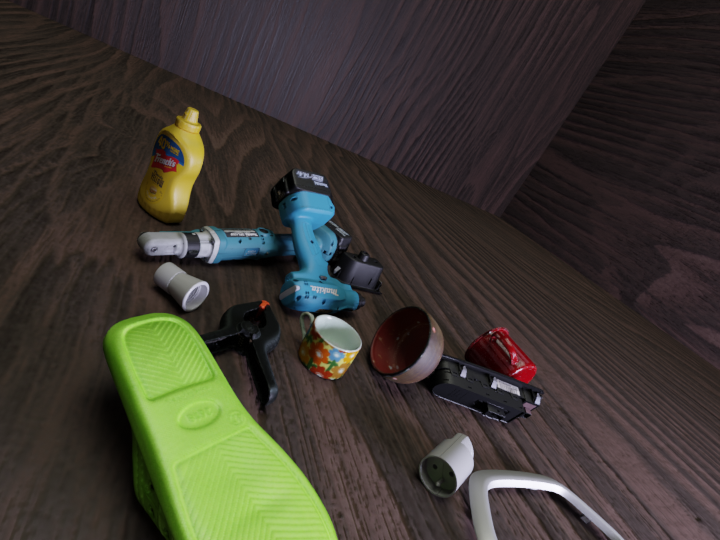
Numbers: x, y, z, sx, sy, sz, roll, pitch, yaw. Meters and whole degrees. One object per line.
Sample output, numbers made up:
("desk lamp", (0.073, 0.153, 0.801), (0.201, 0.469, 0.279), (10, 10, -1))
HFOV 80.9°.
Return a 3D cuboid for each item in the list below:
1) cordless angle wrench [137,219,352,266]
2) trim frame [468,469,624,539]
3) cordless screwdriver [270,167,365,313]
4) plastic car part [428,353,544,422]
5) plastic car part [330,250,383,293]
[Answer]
("cordless angle wrench", (-0.180, -0.048, 0.745), (0.103, 0.074, 0.404), (40, 26, 29))
("trim frame", (0.219, 0.303, 0.457), (0.237, 0.027, 0.193), (18, 21, -28))
("cordless screwdriver", (-0.072, -0.047, 0.731), (0.151, 0.076, 0.256), (11, 58, -39))
("plastic car part", (0.182, 0.187, 0.647), (0.200, 0.066, 0.068), (26, 46, -8))
("plastic car part", (0.000, -0.004, 0.852), (0.111, 0.071, 0.069), (17, 22, -35))
